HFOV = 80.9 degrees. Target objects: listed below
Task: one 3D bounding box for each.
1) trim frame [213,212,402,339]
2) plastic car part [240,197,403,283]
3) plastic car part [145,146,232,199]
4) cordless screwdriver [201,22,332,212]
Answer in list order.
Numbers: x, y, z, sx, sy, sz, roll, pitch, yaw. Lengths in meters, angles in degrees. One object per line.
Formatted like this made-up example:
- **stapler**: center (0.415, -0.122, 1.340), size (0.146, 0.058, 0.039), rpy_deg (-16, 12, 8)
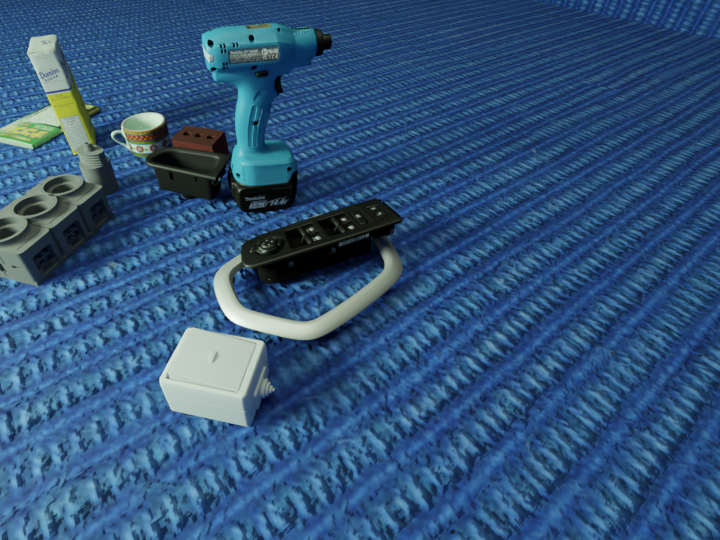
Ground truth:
- **trim frame**: center (-0.061, -0.004, 0.528), size (0.194, 0.027, 0.243), rpy_deg (33, 52, 30)
- **plastic car part**: center (-0.052, -0.034, 0.532), size (0.198, 0.065, 0.070), rpy_deg (-16, 46, -18)
- **plastic car part**: center (-0.257, -0.141, 0.640), size (0.118, 0.069, 0.067), rpy_deg (9, 43, 7)
- **cordless screwdriver**: center (-0.119, -0.205, 0.585), size (0.156, 0.241, 0.078), rpy_deg (-12, 46, -18)
